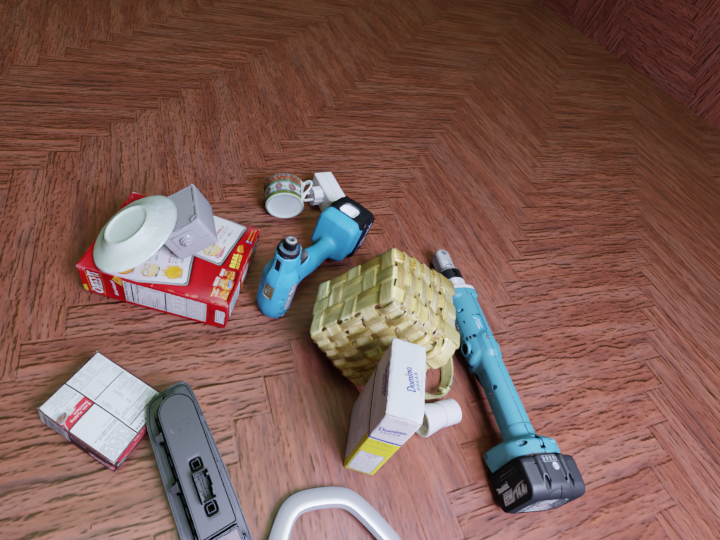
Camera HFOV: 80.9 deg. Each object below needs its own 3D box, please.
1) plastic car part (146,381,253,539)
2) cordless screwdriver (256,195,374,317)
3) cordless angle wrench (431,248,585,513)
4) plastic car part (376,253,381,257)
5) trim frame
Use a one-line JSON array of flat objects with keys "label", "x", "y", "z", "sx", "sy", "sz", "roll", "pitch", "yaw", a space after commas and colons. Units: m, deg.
[{"label": "plastic car part", "x": -0.181, "y": 0.219, "z": 0.459, "sx": 0.064, "sy": 0.066, "sz": 0.210, "roll": -21, "pitch": 66, "yaw": -26}, {"label": "cordless screwdriver", "x": -0.066, "y": -0.043, "z": 0.679, "sx": 0.076, "sy": 0.157, "sz": 0.245, "roll": 35, "pitch": 47, "yaw": 9}, {"label": "cordless angle wrench", "x": 0.186, "y": 0.125, "z": 0.659, "sx": 0.073, "sy": 0.096, "sz": 0.440, "roll": 2, "pitch": 46, "yaw": -15}, {"label": "plastic car part", "x": 0.074, "y": 0.013, "z": 0.745, "sx": 0.118, "sy": 0.065, "sz": 0.070, "roll": 31, "pitch": 33, "yaw": 5}, {"label": "trim frame", "x": -0.034, "y": 0.356, "z": 0.427, "sx": 0.183, "sy": 0.027, "sz": 0.253, "roll": 15, "pitch": 49, "yaw": -5}]
